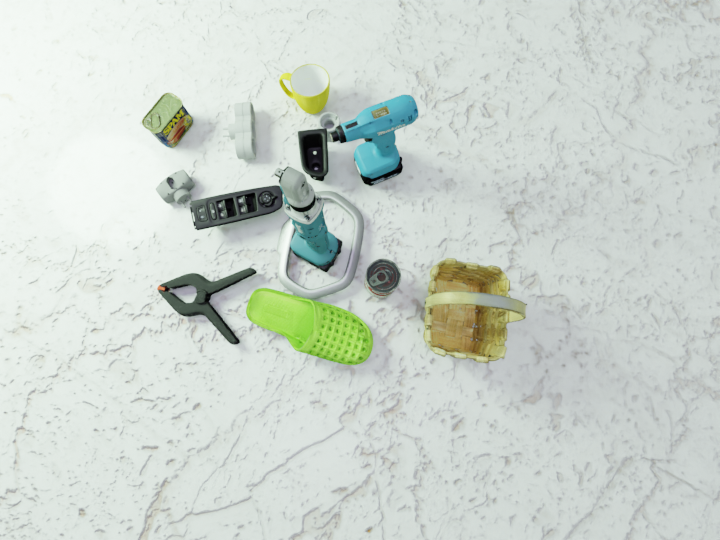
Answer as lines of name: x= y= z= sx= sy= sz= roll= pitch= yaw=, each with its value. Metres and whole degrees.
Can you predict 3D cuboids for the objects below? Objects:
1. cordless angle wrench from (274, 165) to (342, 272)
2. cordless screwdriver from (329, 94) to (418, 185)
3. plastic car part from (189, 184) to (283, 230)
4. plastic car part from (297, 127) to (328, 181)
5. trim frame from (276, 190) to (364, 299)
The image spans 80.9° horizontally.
cordless angle wrench: x=-0.088 y=-0.080 z=0.729 sx=0.099 sy=0.416 sz=0.074 roll=29 pitch=81 yaw=4
cordless screwdriver: x=0.019 y=-0.247 z=0.848 sx=0.159 sy=0.245 sz=0.076 roll=-21 pitch=81 yaw=-4
plastic car part: x=-0.266 y=-0.136 z=0.934 sx=0.203 sy=0.066 sz=0.067 roll=-14 pitch=78 yaw=0
plastic car part: x=-0.102 y=-0.249 z=0.947 sx=0.066 sy=0.070 sz=0.118 roll=-6 pitch=77 yaw=0
trim frame: x=-0.090 y=-0.059 z=0.923 sx=0.186 sy=0.027 sz=0.250 roll=10 pitch=78 yaw=6
